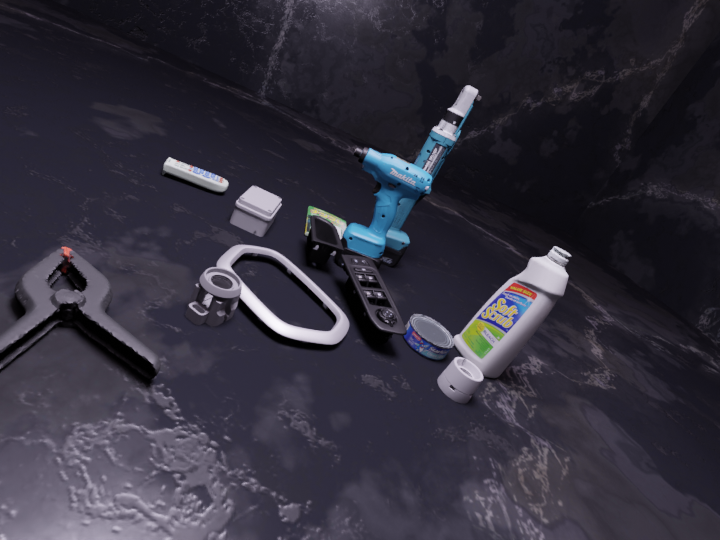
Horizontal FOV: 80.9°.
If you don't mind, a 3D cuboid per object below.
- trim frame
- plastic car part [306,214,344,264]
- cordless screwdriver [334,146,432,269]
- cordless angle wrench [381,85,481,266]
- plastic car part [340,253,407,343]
[{"bbox_3d":[-0.124,0.033,0.682,0.260,0.027,0.177,38,26,26],"label":"trim frame"},{"bbox_3d":[-0.083,-0.054,0.851,0.064,0.070,0.121,18,25,-21],"label":"plastic car part"},{"bbox_3d":[0.017,-0.120,0.867,0.159,0.247,0.075,27,23,-2],"label":"cordless screwdriver"},{"bbox_3d":[0.133,-0.206,0.945,0.096,0.421,0.076,24,23,-12],"label":"cordless angle wrench"},{"bbox_3d":[0.013,0.051,0.736,0.063,0.067,0.213,14,26,-29],"label":"plastic car part"}]
